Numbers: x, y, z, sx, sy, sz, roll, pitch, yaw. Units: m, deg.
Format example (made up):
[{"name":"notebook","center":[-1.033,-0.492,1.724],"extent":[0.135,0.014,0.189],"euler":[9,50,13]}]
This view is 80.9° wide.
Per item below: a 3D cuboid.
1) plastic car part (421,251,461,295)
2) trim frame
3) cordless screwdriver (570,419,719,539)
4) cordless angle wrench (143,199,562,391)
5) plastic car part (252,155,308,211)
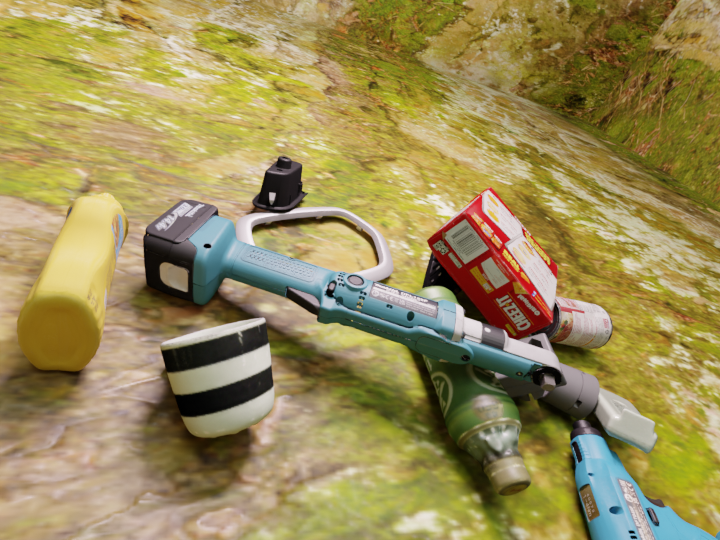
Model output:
[{"name":"plastic car part","center":[0.146,-0.018,0.659],"extent":[0.066,0.066,0.205],"euler":[30,35,-7]},{"name":"trim frame","center":[-0.059,-0.039,0.603],"extent":[0.239,0.027,0.193],"euler":[-14,51,-39]},{"name":"cordless screwdriver","center":[0.333,0.251,0.409],"extent":[0.249,0.073,0.161],"euler":[18,35,-1]},{"name":"cordless angle wrench","center":[-0.013,0.031,0.435],"extent":[0.429,0.073,0.098],"euler":[18,35,7]},{"name":"plastic car part","center":[-0.118,-0.138,0.640],"extent":[0.066,0.070,0.117],"euler":[15,23,2]}]
